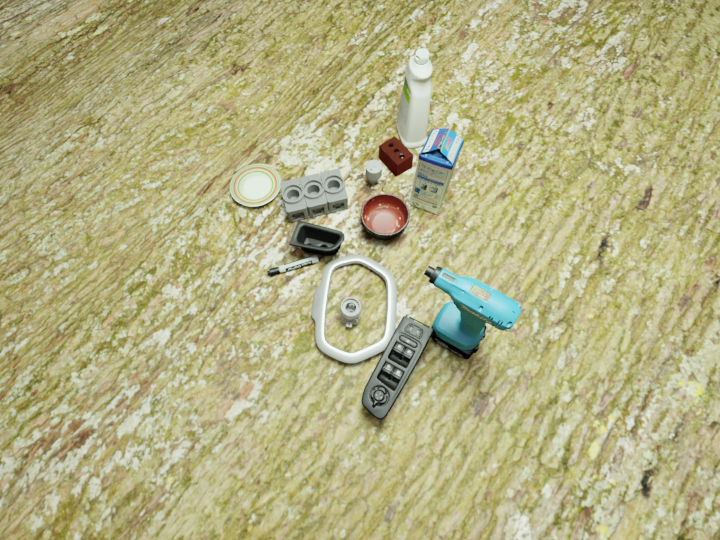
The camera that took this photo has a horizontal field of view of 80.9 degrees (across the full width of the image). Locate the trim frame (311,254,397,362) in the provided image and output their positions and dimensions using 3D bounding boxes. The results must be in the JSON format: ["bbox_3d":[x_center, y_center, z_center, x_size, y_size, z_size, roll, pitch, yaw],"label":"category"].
[{"bbox_3d":[-0.015,0.077,0.920,0.186,0.027,0.253,2,65,6],"label":"trim frame"}]

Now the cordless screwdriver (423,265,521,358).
[{"bbox_3d":[0.178,0.076,0.785,0.164,0.242,0.074,32,70,14],"label":"cordless screwdriver"}]

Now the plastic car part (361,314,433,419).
[{"bbox_3d":[0.068,0.193,0.837,0.068,0.065,0.203,27,70,14],"label":"plastic car part"}]

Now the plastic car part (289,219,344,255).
[{"bbox_3d":[-0.095,-0.062,0.969,0.119,0.069,0.067,14,67,10],"label":"plastic car part"}]
